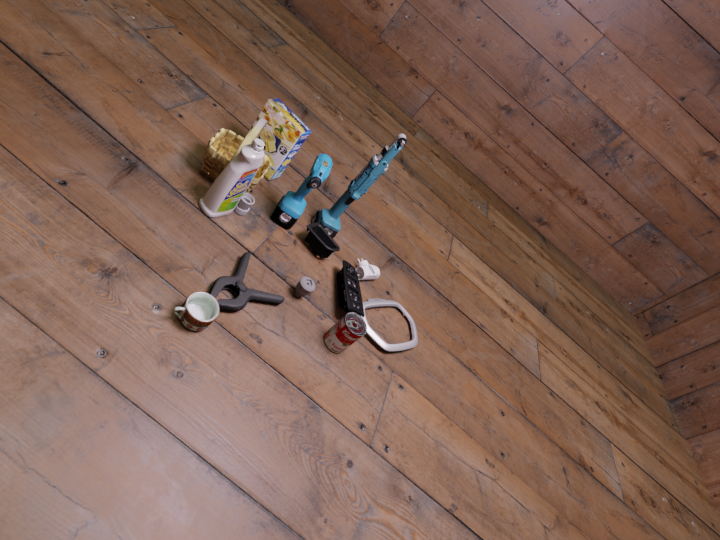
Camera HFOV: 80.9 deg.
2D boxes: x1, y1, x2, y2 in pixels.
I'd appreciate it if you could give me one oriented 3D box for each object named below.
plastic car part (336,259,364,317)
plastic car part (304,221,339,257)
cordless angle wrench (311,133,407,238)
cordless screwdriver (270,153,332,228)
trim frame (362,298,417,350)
[{"bbox_3d":[-0.035,0.058,1.241,0.063,0.068,0.210,24,39,-27],"label":"plastic car part"},{"bbox_3d":[-0.127,-0.083,1.298,0.119,0.071,0.064,52,35,11],"label":"plastic car part"},{"bbox_3d":[-0.007,-0.251,1.283,0.071,0.427,0.101,28,39,-25],"label":"cordless angle wrench"},{"bbox_3d":[-0.174,-0.220,1.241,0.072,0.251,0.162,34,37,-18],"label":"cordless screwdriver"},{"bbox_3d":[0.086,0.159,1.285,0.236,0.028,0.192,0,53,-44],"label":"trim frame"}]
